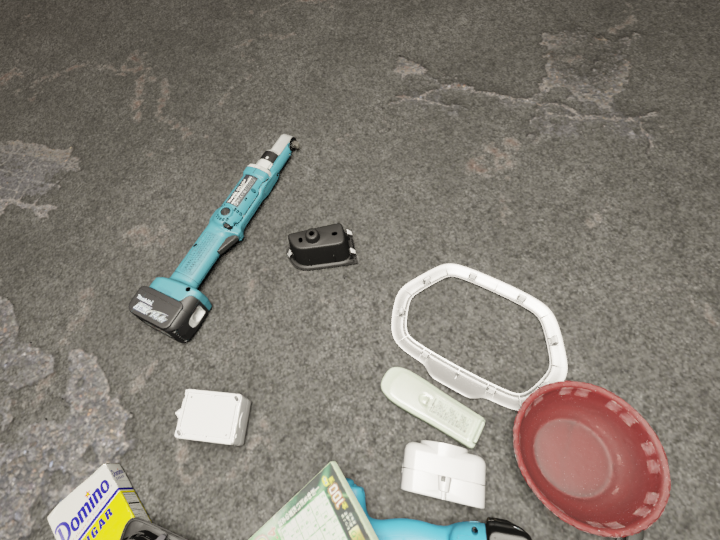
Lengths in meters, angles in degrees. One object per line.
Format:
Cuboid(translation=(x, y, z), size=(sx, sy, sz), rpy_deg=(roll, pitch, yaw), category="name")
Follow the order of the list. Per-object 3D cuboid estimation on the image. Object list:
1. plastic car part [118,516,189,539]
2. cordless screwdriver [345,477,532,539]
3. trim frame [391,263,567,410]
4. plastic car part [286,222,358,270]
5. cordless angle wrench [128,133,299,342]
Cuboid(translation=(-0.194, 0.346, 0.462), size=(0.209, 0.064, 0.067), rpy_deg=(17, 75, 16), category="plastic car part")
Cuboid(translation=(0.058, 0.335, 0.460), size=(0.257, 0.071, 0.162), rpy_deg=(2, 66, 19), category="cordless screwdriver")
Cuboid(translation=(0.167, 0.088, 0.608), size=(0.257, 0.026, 0.184), rpy_deg=(27, 71, 18), category="trim frame")
Cuboid(translation=(-0.067, -0.044, 0.684), size=(0.116, 0.069, 0.068), rpy_deg=(-8, 62, -1), category="plastic car part")
Cuboid(translation=(-0.225, -0.085, 0.730), size=(0.101, 0.072, 0.424), rpy_deg=(20, 65, 15), category="cordless angle wrench")
